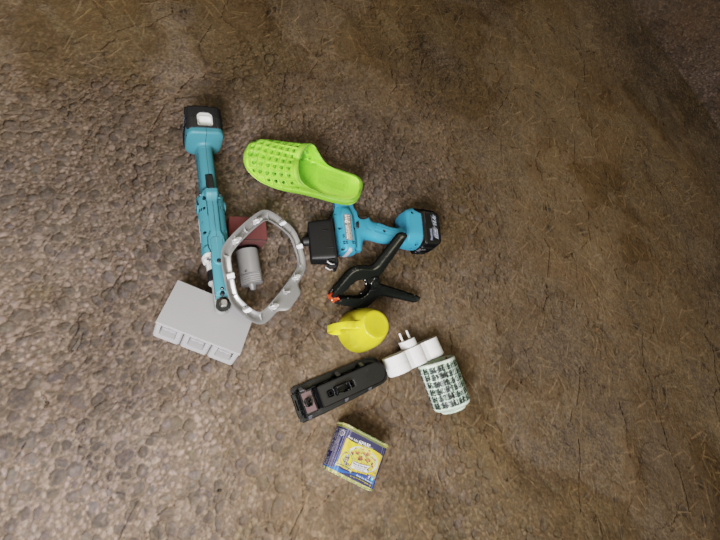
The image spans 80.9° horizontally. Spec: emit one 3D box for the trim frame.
[{"bbox_3d":[-0.175,-0.012,0.807,0.178,0.028,0.248,61,31,-21],"label":"trim frame"}]

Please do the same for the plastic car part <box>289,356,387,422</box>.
[{"bbox_3d":[-0.030,0.220,0.816,0.196,0.067,0.068,-17,72,-29],"label":"plastic car part"}]

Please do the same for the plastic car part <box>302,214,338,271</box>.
[{"bbox_3d":[-0.089,-0.058,0.905,0.070,0.065,0.119,-7,70,-11],"label":"plastic car part"}]

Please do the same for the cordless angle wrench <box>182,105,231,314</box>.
[{"bbox_3d":[-0.286,-0.122,0.809,0.072,0.098,0.435,-4,67,-25],"label":"cordless angle wrench"}]

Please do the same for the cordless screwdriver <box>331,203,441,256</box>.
[{"bbox_3d":[0.053,-0.112,0.970,0.242,0.075,0.163,-1,71,-17],"label":"cordless screwdriver"}]
